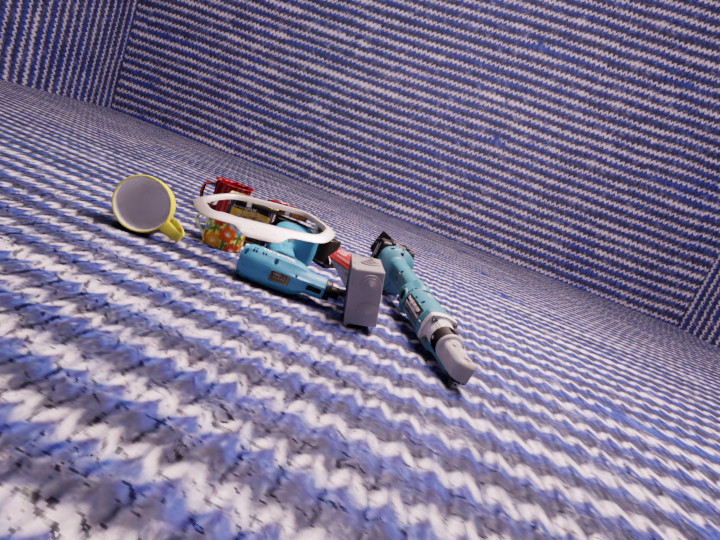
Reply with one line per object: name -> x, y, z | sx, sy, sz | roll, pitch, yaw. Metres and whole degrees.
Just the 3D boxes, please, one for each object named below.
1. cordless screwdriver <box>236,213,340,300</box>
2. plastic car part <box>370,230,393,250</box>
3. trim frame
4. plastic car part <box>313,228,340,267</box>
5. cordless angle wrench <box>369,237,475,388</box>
cordless screwdriver -> -0.109, -0.022, 0.736 | 0.158, 0.074, 0.252 | 20, 16, -5
plastic car part -> 0.083, -0.052, 1.203 | 0.065, 0.066, 0.207 | 45, 5, -15
trim frame -> -0.164, -0.090, 0.732 | 0.244, 0.027, 0.189 | 14, 19, -11
plastic car part -> -0.090, -0.059, 0.919 | 0.123, 0.070, 0.063 | 32, 15, 31
cordless angle wrench -> 0.093, 0.051, 0.713 | 0.072, 0.097, 0.436 | 21, 15, -17
